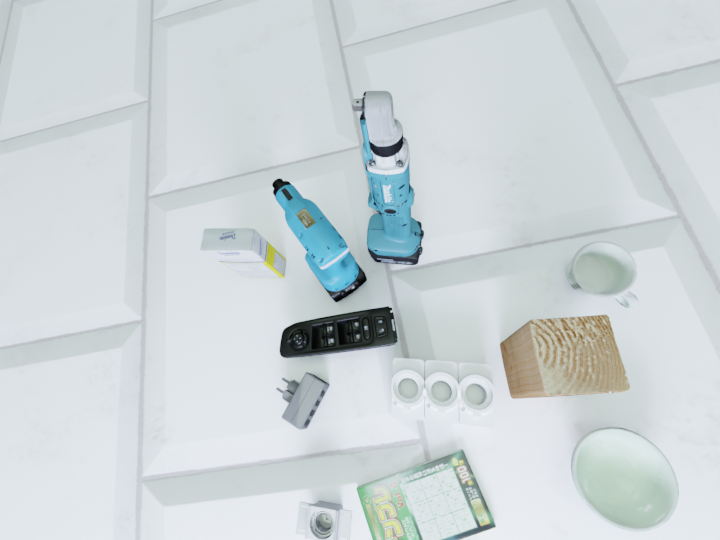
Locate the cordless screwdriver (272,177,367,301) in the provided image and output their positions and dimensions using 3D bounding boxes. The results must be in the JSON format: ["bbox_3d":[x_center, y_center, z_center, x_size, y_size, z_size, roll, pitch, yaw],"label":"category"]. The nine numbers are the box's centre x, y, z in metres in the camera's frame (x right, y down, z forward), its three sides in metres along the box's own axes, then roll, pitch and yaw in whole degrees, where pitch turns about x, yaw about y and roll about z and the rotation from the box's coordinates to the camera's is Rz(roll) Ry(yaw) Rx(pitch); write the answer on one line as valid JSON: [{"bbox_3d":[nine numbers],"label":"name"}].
[{"bbox_3d":[-0.068,-0.045,0.700,0.074,0.240,0.165,-36,70,-5],"label":"cordless screwdriver"}]

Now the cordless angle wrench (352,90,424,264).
[{"bbox_3d":[0.043,-0.109,0.608,0.100,0.408,0.075,6,73,10],"label":"cordless angle wrench"}]

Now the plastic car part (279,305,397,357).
[{"bbox_3d":[-0.040,0.113,0.730,0.205,0.064,0.068,-9,70,8],"label":"plastic car part"}]
